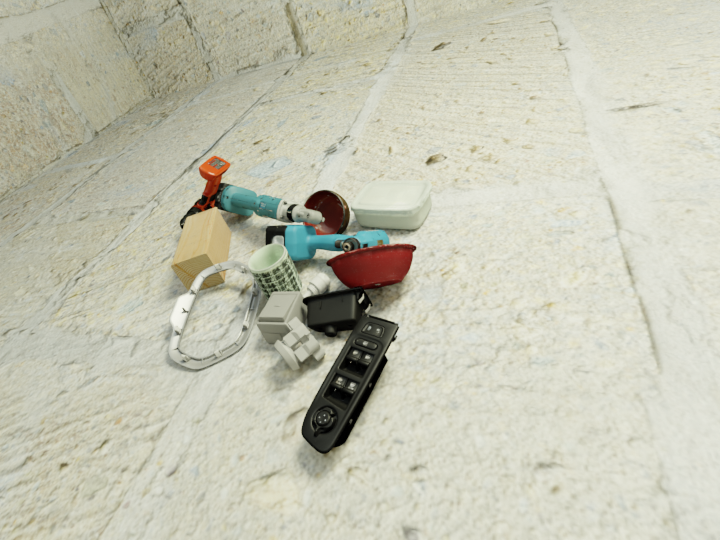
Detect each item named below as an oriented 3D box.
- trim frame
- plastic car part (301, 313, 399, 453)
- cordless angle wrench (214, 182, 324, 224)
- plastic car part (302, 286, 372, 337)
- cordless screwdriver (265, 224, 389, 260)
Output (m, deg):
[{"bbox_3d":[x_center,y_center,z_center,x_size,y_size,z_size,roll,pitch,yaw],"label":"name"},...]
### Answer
[{"bbox_3d":[-0.290,0.077,0.839,0.189,0.026,0.254,-5,52,16],"label":"trim frame"},{"bbox_3d":[-0.013,0.161,0.598,0.070,0.064,0.202,16,55,30],"label":"plastic car part"},{"bbox_3d":[-0.230,-0.155,1.021,0.447,0.093,0.074,19,96,48],"label":"cordless angle wrench"},{"bbox_3d":[-0.043,0.078,0.728,0.119,0.062,0.073,-13,52,17],"label":"plastic car part"},{"bbox_3d":[-0.082,-0.054,0.838,0.259,0.074,0.153,3,7,27],"label":"cordless screwdriver"}]
